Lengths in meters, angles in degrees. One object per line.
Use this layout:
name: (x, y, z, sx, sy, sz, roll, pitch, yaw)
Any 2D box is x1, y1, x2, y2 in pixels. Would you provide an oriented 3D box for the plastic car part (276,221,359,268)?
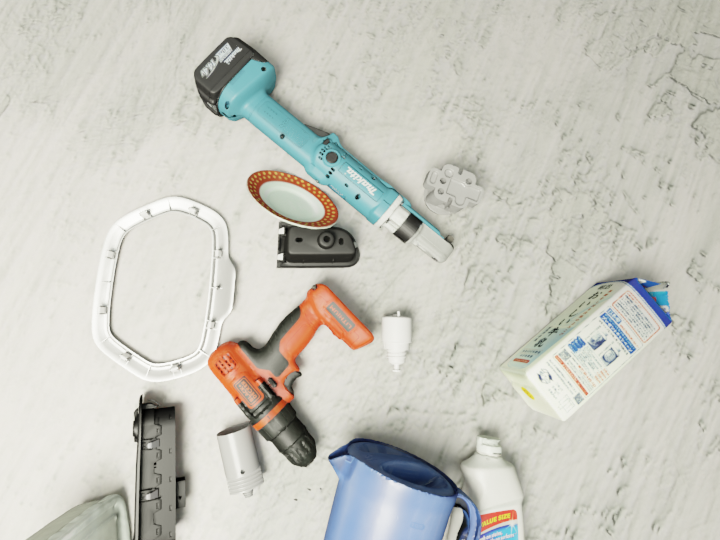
plastic car part: (-0.055, -0.036, 0.567, 0.116, 0.070, 0.066, 2, 83, -2)

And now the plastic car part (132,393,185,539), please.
plastic car part: (-0.245, 0.254, 0.508, 0.065, 0.067, 0.205, -5, 80, -17)

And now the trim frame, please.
trim frame: (-0.261, 0.020, 0.566, 0.183, 0.027, 0.251, 4, 78, -4)

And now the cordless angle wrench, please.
cordless angle wrench: (-0.043, -0.152, 0.591, 0.424, 0.074, 0.098, 40, 80, 1)
